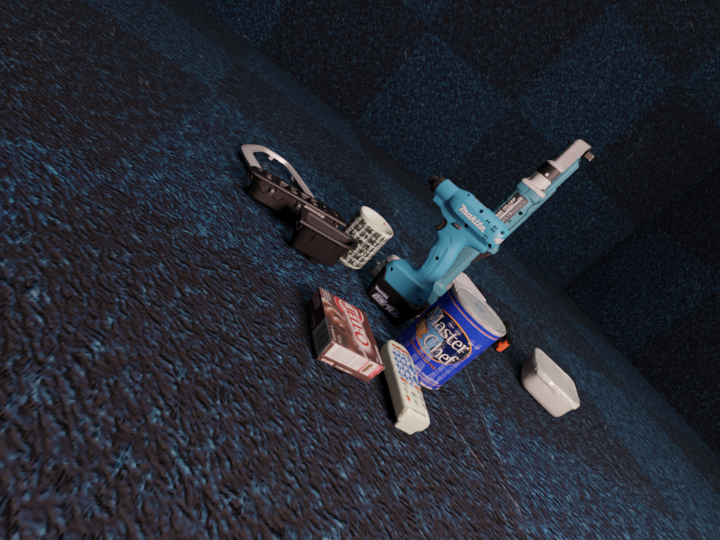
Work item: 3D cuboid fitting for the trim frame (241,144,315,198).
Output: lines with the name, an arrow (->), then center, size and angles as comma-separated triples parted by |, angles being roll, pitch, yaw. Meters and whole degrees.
trim frame -> -0.161, -0.186, 0.893 | 0.175, 0.028, 0.260 | 11, 36, -53

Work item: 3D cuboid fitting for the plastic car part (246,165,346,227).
plastic car part -> -0.125, -0.124, 0.775 | 0.195, 0.067, 0.068 | 33, 23, -20

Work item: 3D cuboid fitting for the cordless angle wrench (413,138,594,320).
cordless angle wrench -> 0.237, -0.069, 0.781 | 0.102, 0.425, 0.071 | 51, 23, 19

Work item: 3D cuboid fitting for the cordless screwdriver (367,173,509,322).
cordless screwdriver -> 0.111, -0.036, 0.745 | 0.165, 0.250, 0.071 | 50, 22, 19

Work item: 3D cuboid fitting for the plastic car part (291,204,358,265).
plastic car part -> -0.069, -0.045, 0.706 | 0.113, 0.071, 0.068 | 34, 22, -19
